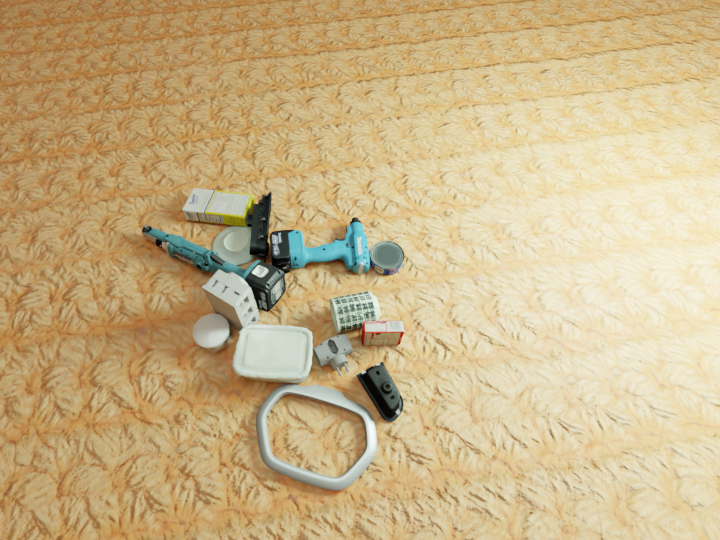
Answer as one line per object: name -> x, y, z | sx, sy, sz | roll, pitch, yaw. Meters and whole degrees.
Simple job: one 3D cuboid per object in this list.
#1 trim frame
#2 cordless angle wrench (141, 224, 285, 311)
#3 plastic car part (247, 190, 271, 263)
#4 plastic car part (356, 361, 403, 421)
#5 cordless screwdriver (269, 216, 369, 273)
trim frame -> -0.090, 0.322, 0.845 | 0.254, 0.026, 0.186 | 11, 59, 11
cordless angle wrench -> -0.383, -0.026, 1.051 | 0.439, 0.095, 0.074 | 22, 48, 20
plastic car part -> -0.262, -0.114, 1.104 | 0.065, 0.066, 0.210 | 4, 57, -19
plastic car part -> 0.049, 0.242, 0.868 | 0.065, 0.068, 0.122 | -25, 57, -15
cordless screwdriver -> -0.105, -0.069, 1.077 | 0.247, 0.072, 0.164 | -1, 56, -4
